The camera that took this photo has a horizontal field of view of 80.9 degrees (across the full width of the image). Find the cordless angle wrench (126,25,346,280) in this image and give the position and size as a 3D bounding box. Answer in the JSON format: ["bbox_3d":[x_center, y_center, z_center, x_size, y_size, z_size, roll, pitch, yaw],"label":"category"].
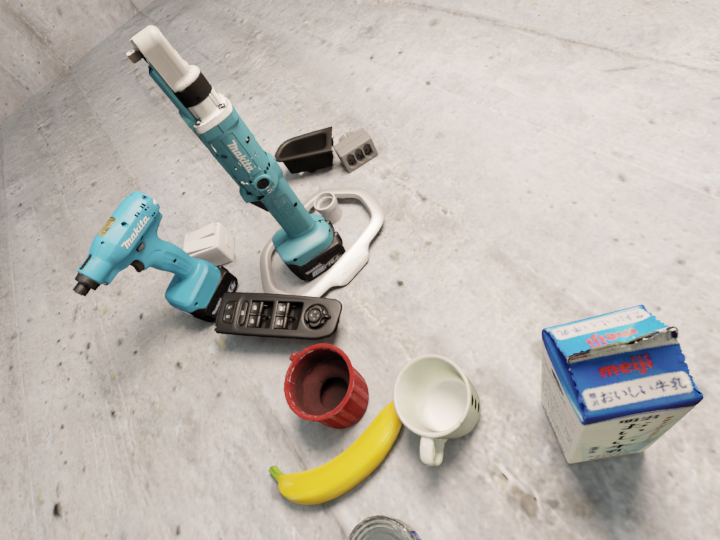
[{"bbox_3d":[-0.138,-0.127,0.560,0.098,0.401,0.078,-34,52,0],"label":"cordless angle wrench"}]

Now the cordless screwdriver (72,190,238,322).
[{"bbox_3d":[-0.308,0.011,0.659,0.078,0.236,0.160,12,65,30],"label":"cordless screwdriver"}]

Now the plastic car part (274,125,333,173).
[{"bbox_3d":[-0.099,-0.220,0.817,0.120,0.067,0.068,-11,55,19],"label":"plastic car part"}]

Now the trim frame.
[{"bbox_3d":[-0.070,-0.046,0.716,0.248,0.026,0.195,-48,52,-9],"label":"trim frame"}]

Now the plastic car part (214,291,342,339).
[{"bbox_3d":[-0.119,0.075,0.637,0.210,0.063,0.067,-2,59,25],"label":"plastic car part"}]
